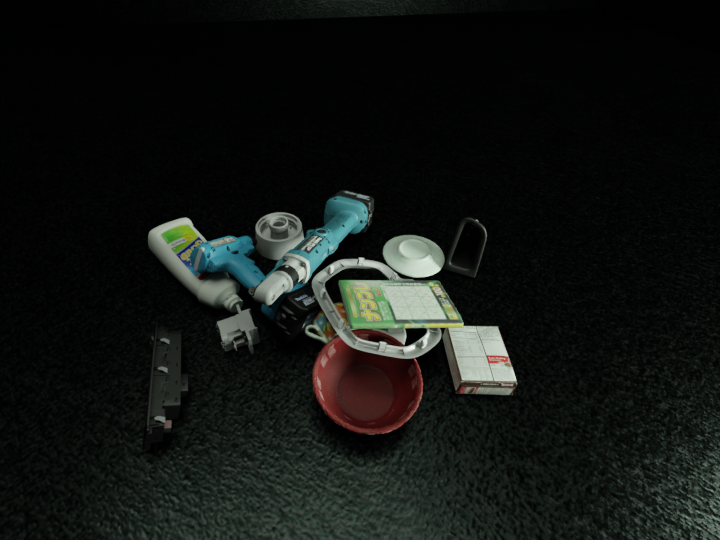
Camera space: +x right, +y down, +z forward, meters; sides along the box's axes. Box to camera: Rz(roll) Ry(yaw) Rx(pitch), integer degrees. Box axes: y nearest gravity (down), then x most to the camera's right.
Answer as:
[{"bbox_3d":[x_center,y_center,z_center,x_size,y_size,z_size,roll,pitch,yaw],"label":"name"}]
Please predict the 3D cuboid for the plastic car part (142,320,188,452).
[{"bbox_3d":[-0.301,0.161,0.651,0.065,0.065,0.213,-5,42,-22],"label":"plastic car part"}]

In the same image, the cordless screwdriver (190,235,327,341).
[{"bbox_3d":[-0.171,0.013,0.773,0.258,0.074,0.155,32,26,18],"label":"cordless screwdriver"}]

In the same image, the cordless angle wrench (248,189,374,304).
[{"bbox_3d":[-0.078,-0.051,0.794,0.101,0.073,0.420,15,31,13],"label":"cordless angle wrench"}]

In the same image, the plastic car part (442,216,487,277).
[{"bbox_3d":[0.217,-0.056,0.860,0.067,0.115,0.070,17,21,11],"label":"plastic car part"}]

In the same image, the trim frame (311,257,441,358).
[{"bbox_3d":[0.024,0.050,0.701,0.178,0.027,0.262,-8,36,-23],"label":"trim frame"}]
